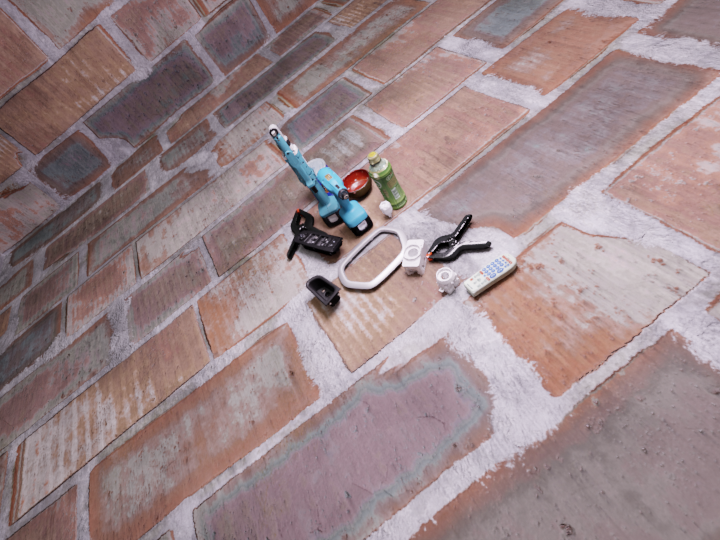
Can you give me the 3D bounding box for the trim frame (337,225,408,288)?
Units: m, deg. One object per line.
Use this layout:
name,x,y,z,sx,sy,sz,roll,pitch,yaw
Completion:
trim frame,0.038,-0.040,1.285,0.248,0.026,0.195,-46,46,-7

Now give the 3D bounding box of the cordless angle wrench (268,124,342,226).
cordless angle wrench,-0.171,-0.301,1.349,0.075,0.400,0.102,-26,47,11

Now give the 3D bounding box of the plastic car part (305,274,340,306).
plastic car part,-0.104,0.066,1.264,0.066,0.067,0.123,-48,47,-9

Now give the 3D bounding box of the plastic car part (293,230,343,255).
plastic car part,-0.137,-0.090,1.404,0.214,0.063,0.066,18,67,39

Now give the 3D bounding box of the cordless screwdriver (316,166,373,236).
cordless screwdriver,-0.038,-0.200,1.306,0.074,0.235,0.168,-38,46,-1
